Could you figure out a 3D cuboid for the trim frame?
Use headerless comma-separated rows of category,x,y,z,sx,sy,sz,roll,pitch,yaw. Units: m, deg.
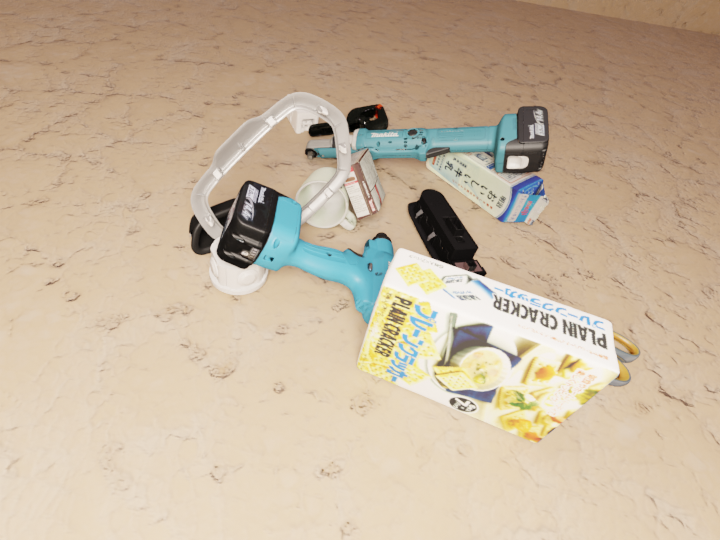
trim frame,-0.115,-0.127,0.581,0.249,0.174,0.029,-40,44,8

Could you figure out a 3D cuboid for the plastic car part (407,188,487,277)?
plastic car part,0.133,-0.063,0.676,0.065,0.065,0.213,-11,45,-12

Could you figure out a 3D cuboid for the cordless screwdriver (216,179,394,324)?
cordless screwdriver,-0.055,-0.036,0.567,0.242,0.075,0.163,25,41,-16

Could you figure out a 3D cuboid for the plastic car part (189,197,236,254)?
plastic car part,-0.210,-0.075,0.639,0.113,0.064,0.075,-22,38,-25

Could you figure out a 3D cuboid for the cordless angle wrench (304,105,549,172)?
cordless angle wrench,0.098,-0.229,0.766,0.437,0.071,0.099,4,62,19
